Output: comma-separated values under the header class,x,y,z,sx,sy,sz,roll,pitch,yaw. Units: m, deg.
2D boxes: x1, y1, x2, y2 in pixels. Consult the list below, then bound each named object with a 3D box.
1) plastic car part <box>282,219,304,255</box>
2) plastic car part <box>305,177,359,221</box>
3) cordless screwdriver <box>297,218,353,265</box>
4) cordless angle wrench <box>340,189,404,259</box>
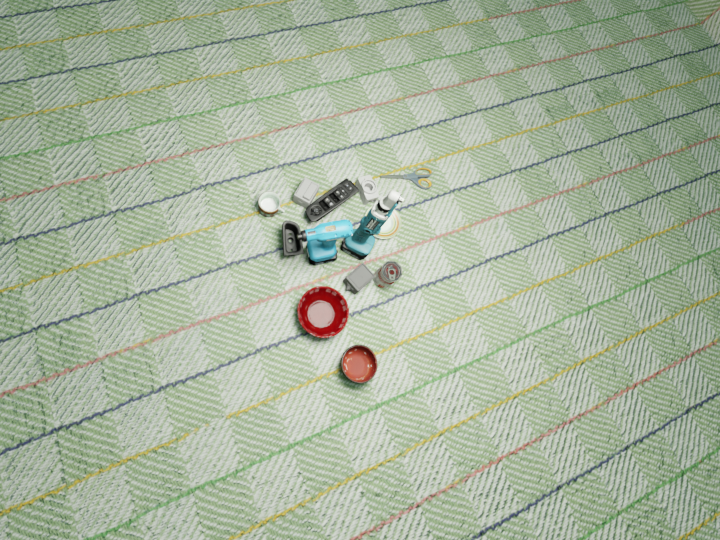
class,x,y,z,sx,sy,sz,roll,pitch,yaw
plastic car part,-0.225,-0.098,1.374,0.065,0.071,0.119,-4,73,-14
plastic car part,-0.104,-0.232,1.442,0.200,0.067,0.067,-38,84,-19
cordless screwdriver,-0.126,-0.083,1.291,0.156,0.249,0.076,-11,77,-16
cordless angle wrench,0.032,-0.135,1.243,0.097,0.423,0.074,29,70,-5
